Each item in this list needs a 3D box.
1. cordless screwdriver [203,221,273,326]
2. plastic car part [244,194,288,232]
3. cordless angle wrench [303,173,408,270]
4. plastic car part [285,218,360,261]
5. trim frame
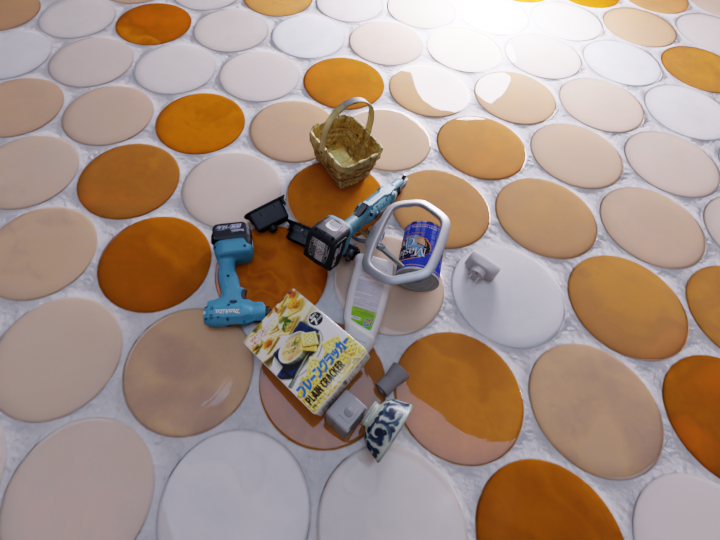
[{"bbox_3d":[-0.279,0.009,0.992,0.158,0.073,0.256,-3,63,-5],"label":"cordless screwdriver"},{"bbox_3d":[-0.233,-0.135,1.091,0.115,0.066,0.072,-33,81,-17],"label":"plastic car part"},{"bbox_3d":[0.016,-0.146,1.046,0.077,0.096,0.416,31,44,14],"label":"cordless angle wrench"},{"bbox_3d":[-0.103,-0.067,1.055,0.208,0.065,0.067,28,87,12],"label":"plastic car part"},{"bbox_3d":[0.102,-0.070,0.976,0.192,0.026,0.250,12,62,24],"label":"trim frame"}]
